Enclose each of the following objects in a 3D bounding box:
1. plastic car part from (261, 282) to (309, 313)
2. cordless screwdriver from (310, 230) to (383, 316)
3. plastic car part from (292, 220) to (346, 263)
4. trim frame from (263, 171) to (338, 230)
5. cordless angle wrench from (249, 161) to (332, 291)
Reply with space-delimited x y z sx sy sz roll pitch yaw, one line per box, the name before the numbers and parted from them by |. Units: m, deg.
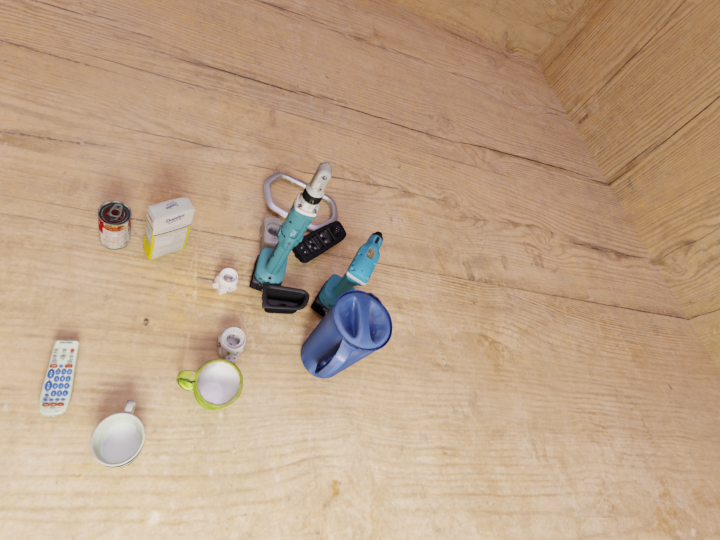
plastic car part | -0.190 0.080 1.031 0.112 0.071 0.068 10 55 -21
cordless screwdriver | -0.027 0.014 1.040 0.074 0.250 0.159 34 49 -7
plastic car part | -0.116 -0.076 1.181 0.068 0.067 0.198 47 50 8
trim frame | -0.179 -0.208 1.271 0.244 0.027 0.187 24 50 -9
cordless angle wrench | -0.154 -0.082 0.931 0.072 0.425 0.100 19 53 -19
